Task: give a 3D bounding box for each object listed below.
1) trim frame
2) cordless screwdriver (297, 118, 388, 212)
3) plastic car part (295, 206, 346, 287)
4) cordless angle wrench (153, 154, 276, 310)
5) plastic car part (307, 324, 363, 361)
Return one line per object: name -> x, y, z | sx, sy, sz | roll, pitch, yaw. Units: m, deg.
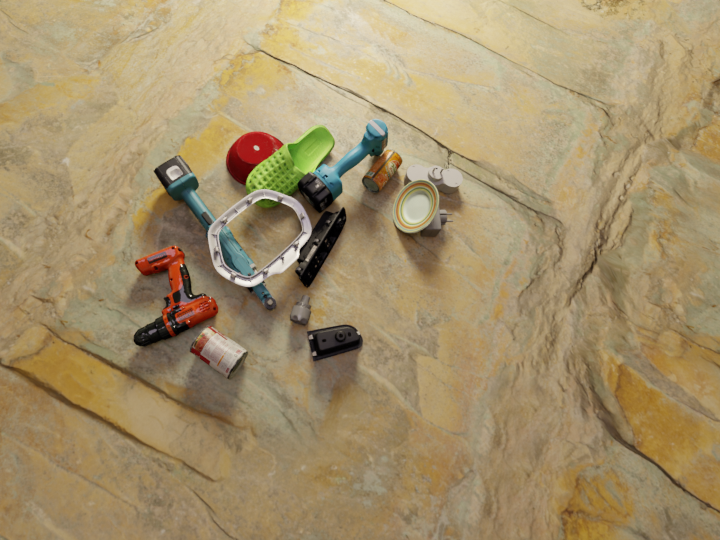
trim frame -> -0.219, -0.077, 0.936 | 0.184, 0.028, 0.246 | 46, 65, 0
cordless screwdriver -> -0.033, -0.248, 1.026 | 0.249, 0.156, 0.076 | -42, 84, 0
plastic car part -> -0.096, -0.063, 0.985 | 0.070, 0.063, 0.203 | 23, 70, 31
cordless angle wrench -> -0.324, -0.079, 0.972 | 0.073, 0.097, 0.432 | -36, 79, -15
plastic car part -> -0.052, 0.146, 0.900 | 0.116, 0.070, 0.067 | -13, 74, -5
